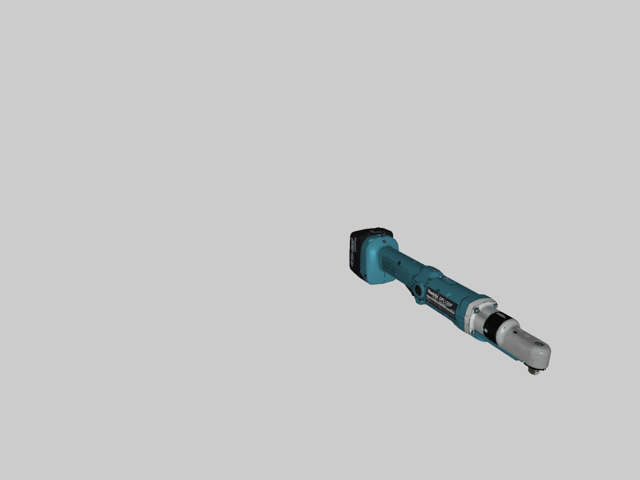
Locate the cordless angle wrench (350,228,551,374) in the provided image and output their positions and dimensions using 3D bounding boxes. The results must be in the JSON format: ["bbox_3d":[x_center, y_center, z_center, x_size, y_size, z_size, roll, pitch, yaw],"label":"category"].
[{"bbox_3d":[0.175,0.076,0.671,0.074,0.098,0.422,-7,19,-23],"label":"cordless angle wrench"}]
